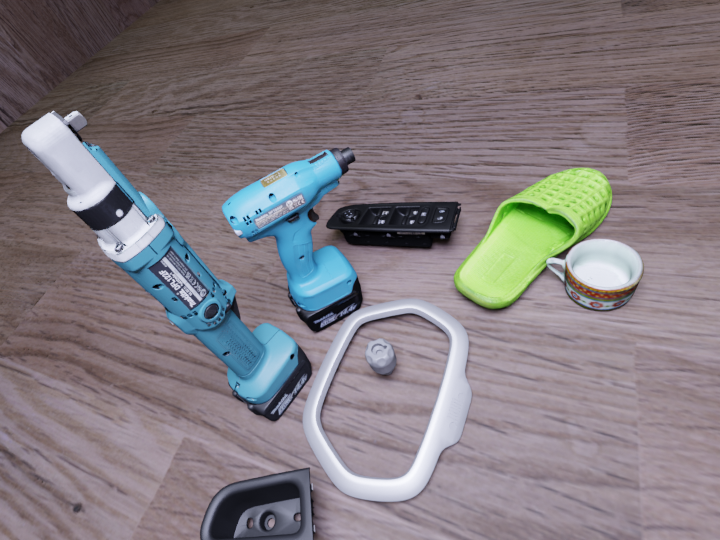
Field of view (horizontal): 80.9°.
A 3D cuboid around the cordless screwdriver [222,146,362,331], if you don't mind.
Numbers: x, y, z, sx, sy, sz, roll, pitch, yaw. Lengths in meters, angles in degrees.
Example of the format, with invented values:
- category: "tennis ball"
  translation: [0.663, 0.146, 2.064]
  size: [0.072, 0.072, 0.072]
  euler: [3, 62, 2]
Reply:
- category: "cordless screwdriver"
  translation: [-0.053, -0.035, 0.546]
  size: [0.158, 0.237, 0.078]
  euler: [-30, 49, -6]

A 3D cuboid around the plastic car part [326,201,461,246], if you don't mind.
- category: "plastic car part"
  translation: [0.047, -0.069, 0.650]
  size: [0.211, 0.064, 0.067]
  euler: [6, 55, 26]

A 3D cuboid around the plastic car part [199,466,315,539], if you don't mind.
- category: "plastic car part"
  translation: [-0.097, 0.257, 0.440]
  size: [0.118, 0.067, 0.068]
  euler: [-15, 49, 9]

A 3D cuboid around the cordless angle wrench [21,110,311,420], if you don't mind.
- category: "cordless angle wrench"
  translation: [-0.163, 0.029, 0.425]
  size: [0.078, 0.402, 0.097]
  euler: [24, 63, 33]

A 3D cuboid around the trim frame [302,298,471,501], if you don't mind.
- category: "trim frame"
  translation: [0.033, 0.140, 0.510]
  size: [0.193, 0.026, 0.249]
  euler: [10, 57, 28]
